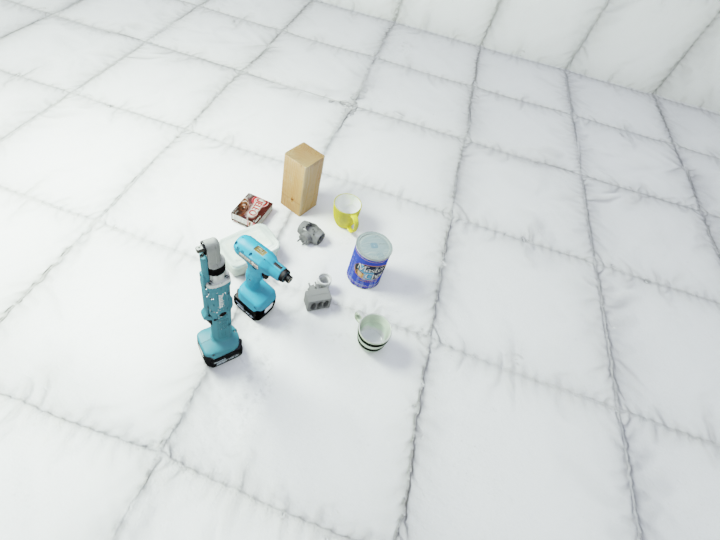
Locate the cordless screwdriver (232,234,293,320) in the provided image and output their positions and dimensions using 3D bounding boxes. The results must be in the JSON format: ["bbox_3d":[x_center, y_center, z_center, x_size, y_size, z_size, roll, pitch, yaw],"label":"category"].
[{"bbox_3d":[-0.240,0.035,1.038,0.164,0.244,0.073,37,53,15],"label":"cordless screwdriver"}]

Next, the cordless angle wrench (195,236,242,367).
[{"bbox_3d":[-0.300,0.073,0.886,0.095,0.415,0.078,-21,61,-28],"label":"cordless angle wrench"}]
